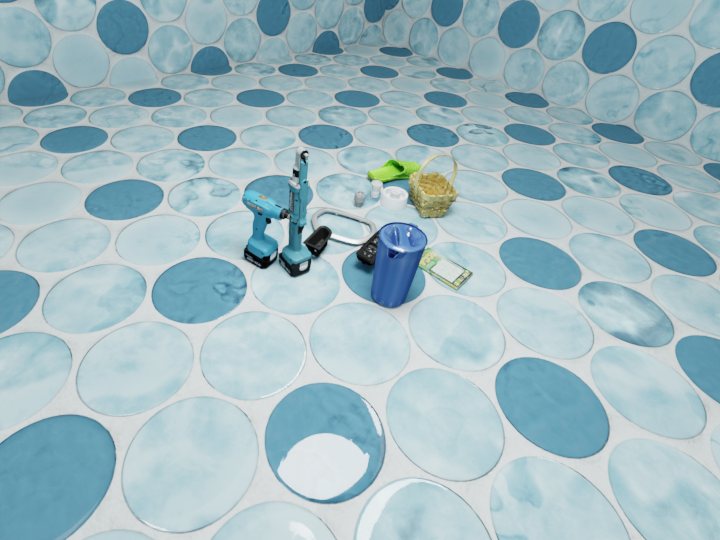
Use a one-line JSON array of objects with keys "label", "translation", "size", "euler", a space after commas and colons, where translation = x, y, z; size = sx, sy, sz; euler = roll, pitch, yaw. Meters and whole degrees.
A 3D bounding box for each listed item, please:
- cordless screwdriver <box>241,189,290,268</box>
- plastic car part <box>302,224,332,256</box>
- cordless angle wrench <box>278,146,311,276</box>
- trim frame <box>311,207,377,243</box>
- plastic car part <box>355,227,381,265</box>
[{"label": "cordless screwdriver", "translation": [-0.285, -0.115, 1.292], "size": [0.165, 0.243, 0.073], "euler": [27, 43, 19]}, {"label": "plastic car part", "translation": [-0.138, -0.090, 1.411], "size": [0.068, 0.069, 0.115], "euler": [23, 44, 16]}, {"label": "cordless angle wrench", "translation": [-0.183, -0.165, 1.231], "size": [0.072, 0.413, 0.103], "euler": [-22, 50, -32]}, {"label": "trim frame", "translation": [-0.060, -0.164, 1.535], "size": [0.254, 0.027, 0.185], "euler": [15, 42, 11]}, {"label": "plastic car part", "translation": [0.051, -0.073, 1.417], "size": [0.069, 0.065, 0.201], "euler": [23, 44, 16]}]
